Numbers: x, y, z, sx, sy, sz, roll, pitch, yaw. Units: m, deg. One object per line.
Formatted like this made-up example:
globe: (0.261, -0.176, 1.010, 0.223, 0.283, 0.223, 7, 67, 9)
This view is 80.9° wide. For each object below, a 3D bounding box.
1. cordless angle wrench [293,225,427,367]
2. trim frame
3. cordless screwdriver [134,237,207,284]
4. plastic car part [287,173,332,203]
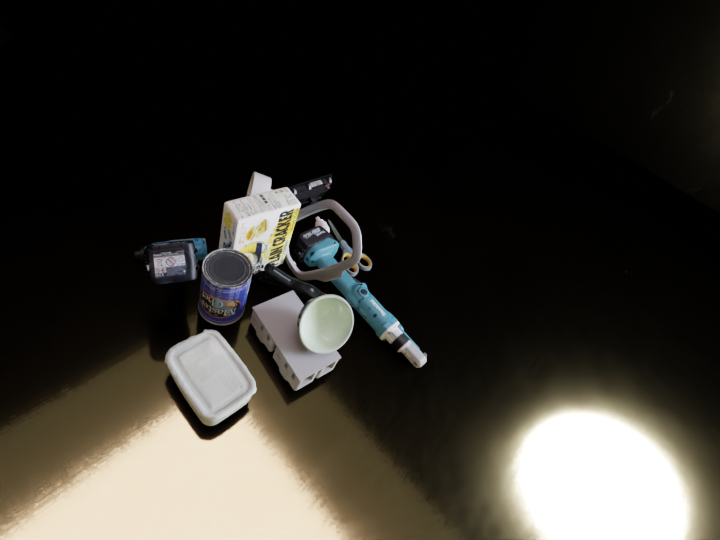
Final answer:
cordless angle wrench: (-0.001, 0.065, 1.029, 0.095, 0.074, 0.439, -27, 65, -37)
trim frame: (-0.097, -0.064, 0.997, 0.026, 0.257, 0.185, -14, 86, -53)
cordless screwdriver: (-0.408, -0.028, 0.884, 0.156, 0.073, 0.256, -7, 10, -15)
plastic car part: (-0.164, -0.227, 1.249, 0.196, 0.068, 0.067, -21, 86, -35)
